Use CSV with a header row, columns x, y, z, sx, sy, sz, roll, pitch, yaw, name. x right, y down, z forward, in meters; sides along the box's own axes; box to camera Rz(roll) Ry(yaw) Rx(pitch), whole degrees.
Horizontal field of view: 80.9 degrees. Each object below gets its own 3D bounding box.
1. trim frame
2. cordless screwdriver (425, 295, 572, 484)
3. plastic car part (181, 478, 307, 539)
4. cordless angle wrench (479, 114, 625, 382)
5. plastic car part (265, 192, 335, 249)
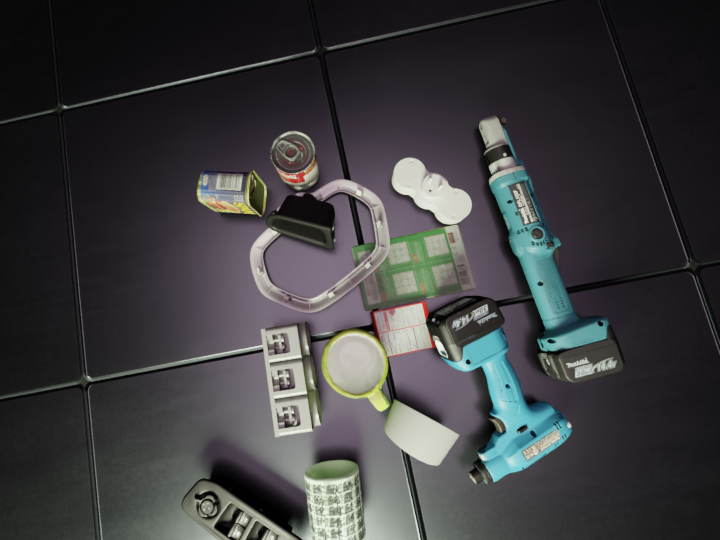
x,y,z,sx,sy,sz,roll,pitch,yaw,name
-0.068,-0.044,0.695,0.248,0.027,0.190,-38,73,0,trim frame
0.177,0.170,0.612,0.158,0.075,0.249,-30,89,-8,cordless screwdriver
-0.164,0.370,0.622,0.205,0.066,0.066,29,92,4,plastic car part
0.267,-0.051,0.657,0.098,0.073,0.430,-16,78,0,cordless angle wrench
-0.087,-0.089,0.674,0.120,0.064,0.071,19,65,15,plastic car part
